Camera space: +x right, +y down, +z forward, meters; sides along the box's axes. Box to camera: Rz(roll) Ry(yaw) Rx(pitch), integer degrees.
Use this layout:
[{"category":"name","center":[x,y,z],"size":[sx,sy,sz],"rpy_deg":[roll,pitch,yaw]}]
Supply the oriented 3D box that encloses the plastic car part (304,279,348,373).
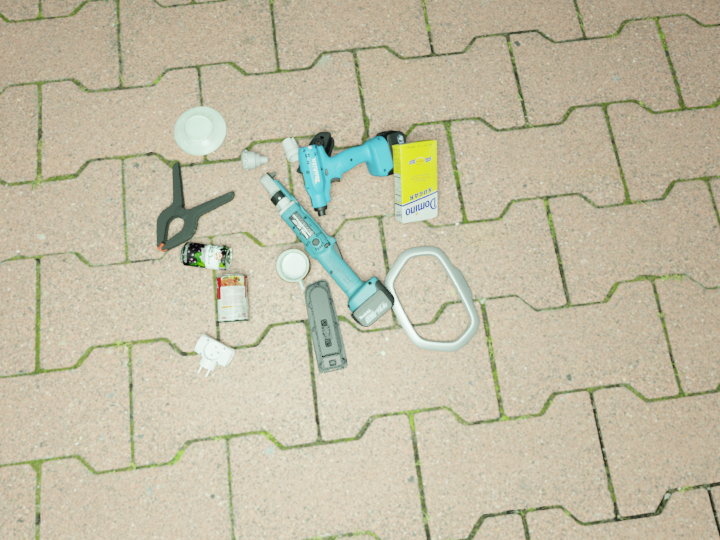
[{"category":"plastic car part","center":[-0.081,0.120,0.929],"size":[0.067,0.065,0.207],"rpy_deg":[-13,77,2]}]

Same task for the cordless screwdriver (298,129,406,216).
[{"category":"cordless screwdriver","center":[-0.012,-0.226,0.967],"size":[0.244,0.077,0.156],"rpy_deg":[-16,106,-14]}]

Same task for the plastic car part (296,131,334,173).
[{"category":"plastic car part","center":[-0.101,-0.282,1.000],"size":[0.066,0.071,0.117],"rpy_deg":[21,83,-2]}]

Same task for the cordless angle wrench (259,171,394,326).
[{"category":"cordless angle wrench","center":[-0.094,-0.061,0.956],"size":[0.098,0.072,0.432],"rpy_deg":[-41,79,3]}]

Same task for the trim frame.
[{"category":"trim frame","center":[0.162,0.064,0.957],"size":[0.183,0.027,0.253],"rpy_deg":[-27,79,-4]}]
